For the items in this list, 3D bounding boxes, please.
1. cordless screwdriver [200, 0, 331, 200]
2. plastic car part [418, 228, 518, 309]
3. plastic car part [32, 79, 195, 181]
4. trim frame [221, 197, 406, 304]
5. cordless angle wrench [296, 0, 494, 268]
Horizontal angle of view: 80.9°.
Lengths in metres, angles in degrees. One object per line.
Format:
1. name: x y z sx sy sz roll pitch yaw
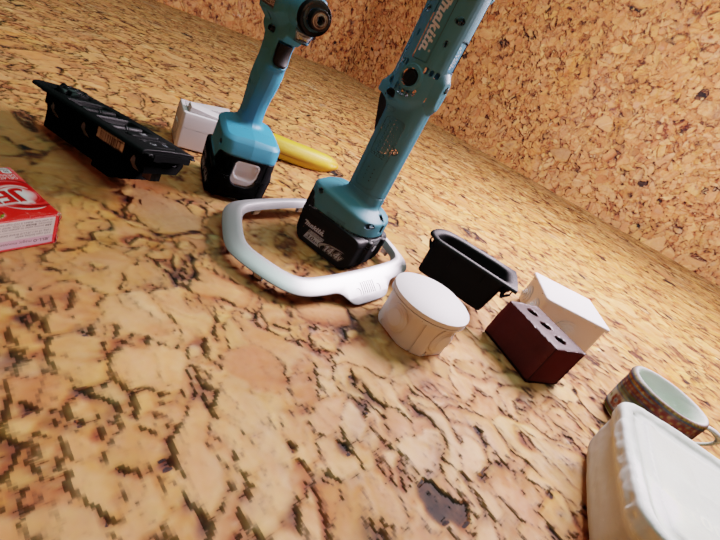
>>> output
1. cordless screwdriver: -0.109 -0.192 0.478 0.071 0.247 0.167 11 30 -32
2. plastic car part: 0.125 0.005 0.528 0.119 0.070 0.065 31 26 9
3. plastic car part: -0.272 -0.144 0.450 0.210 0.067 0.064 35 27 18
4. trim frame: -0.048 -0.031 0.488 0.193 0.027 0.238 41 30 27
5. cordless angle wrench: 0.058 -0.193 0.434 0.102 0.421 0.072 39 27 20
